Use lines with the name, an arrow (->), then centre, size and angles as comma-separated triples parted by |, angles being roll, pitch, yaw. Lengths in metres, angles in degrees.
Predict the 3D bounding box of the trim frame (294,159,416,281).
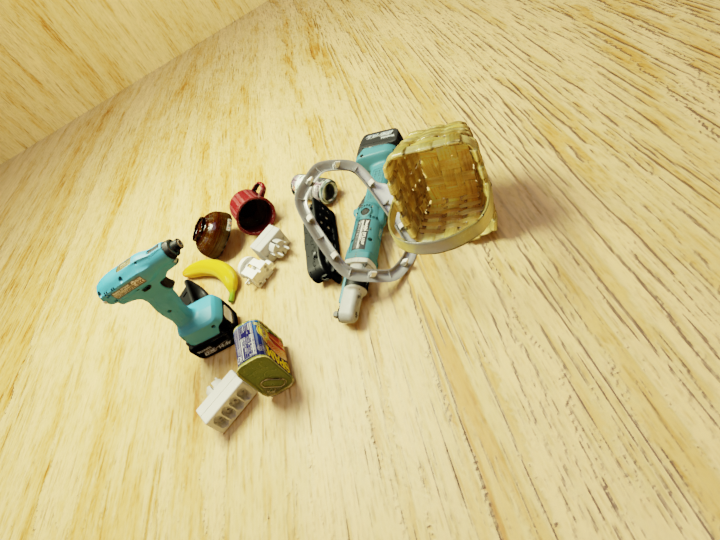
trim frame -> -0.004, -0.090, 0.722 | 0.180, 0.027, 0.254 | -28, 75, -27

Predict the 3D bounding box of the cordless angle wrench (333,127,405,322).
cordless angle wrench -> 0.017, -0.095, 0.792 | 0.102, 0.070, 0.430 | -6, 53, 27

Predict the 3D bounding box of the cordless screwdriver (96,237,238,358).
cordless screwdriver -> -0.303, 0.050, 0.736 | 0.161, 0.235, 0.078 | -31, 43, 11

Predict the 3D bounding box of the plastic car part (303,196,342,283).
plastic car part -> -0.080, -0.052, 0.817 | 0.068, 0.063, 0.212 | -32, 43, 17

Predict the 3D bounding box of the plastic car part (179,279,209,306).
plastic car part -> -0.349, 0.078, 0.876 | 0.071, 0.062, 0.123 | -54, 42, 1
